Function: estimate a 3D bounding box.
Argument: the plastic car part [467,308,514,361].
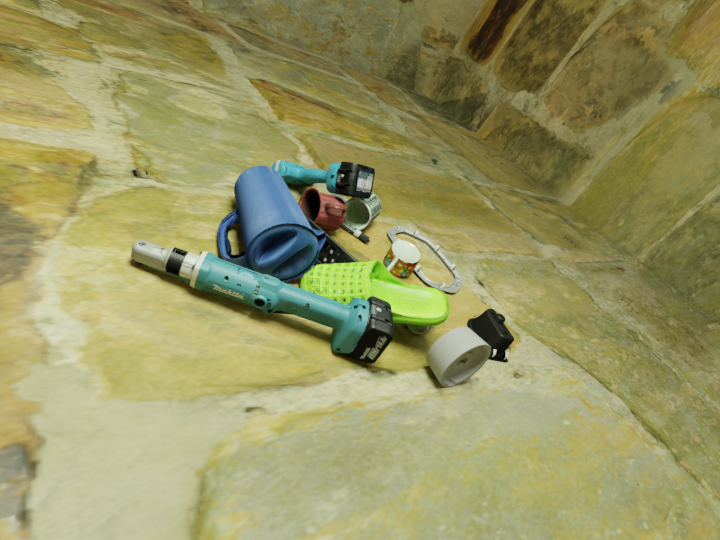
[{"bbox_3d":[0.285,0.128,0.911,0.063,0.071,0.121,15,37,-27],"label":"plastic car part"}]

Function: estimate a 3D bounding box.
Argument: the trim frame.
[{"bbox_3d":[0.167,-0.036,1.092,0.176,0.027,0.261,2,42,-36],"label":"trim frame"}]

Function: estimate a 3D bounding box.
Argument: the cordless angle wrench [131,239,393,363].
[{"bbox_3d":[-0.155,0.036,0.675,0.416,0.097,0.076,20,36,-8],"label":"cordless angle wrench"}]

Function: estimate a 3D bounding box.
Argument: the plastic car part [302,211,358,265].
[{"bbox_3d":[-0.086,-0.057,0.884,0.209,0.066,0.065,41,19,16],"label":"plastic car part"}]

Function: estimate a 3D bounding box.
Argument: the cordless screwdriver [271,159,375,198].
[{"bbox_3d":[-0.081,-0.227,1.040,0.262,0.074,0.152,14,9,33],"label":"cordless screwdriver"}]
